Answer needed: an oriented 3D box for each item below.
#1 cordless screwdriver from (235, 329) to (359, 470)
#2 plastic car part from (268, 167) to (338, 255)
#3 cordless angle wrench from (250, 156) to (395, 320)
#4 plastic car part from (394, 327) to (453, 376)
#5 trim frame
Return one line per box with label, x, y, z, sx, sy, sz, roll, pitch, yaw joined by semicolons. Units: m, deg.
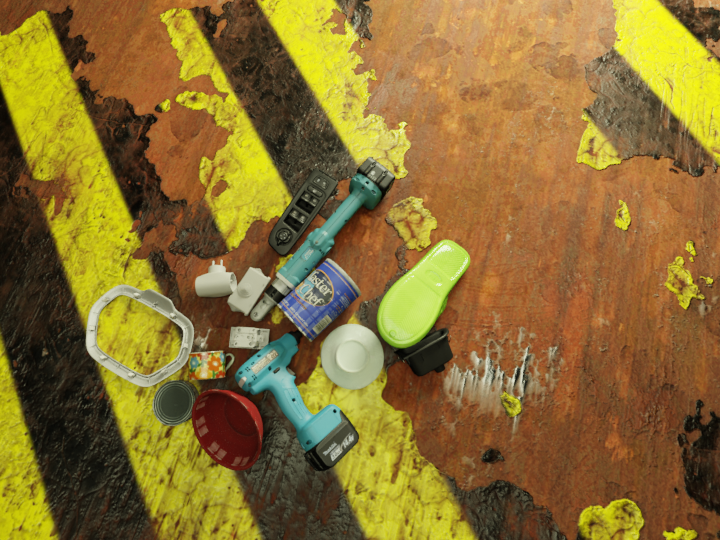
cordless screwdriver;-0.106;0.242;0.818;0.255;0.074;0.156;45;54;11
plastic car part;-0.131;-0.124;0.931;0.067;0.067;0.203;34;83;1
cordless angle wrench;-0.088;-0.058;0.903;0.075;0.097;0.422;40;83;5
plastic car part;0.139;0.171;0.843;0.115;0.066;0.071;-23;92;-7
trim frame;-0.474;0.133;0.901;0.254;0.027;0.184;26;76;12
